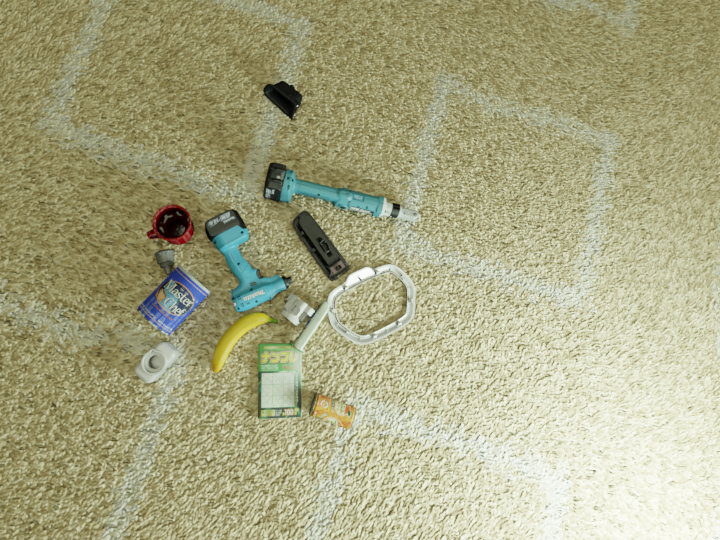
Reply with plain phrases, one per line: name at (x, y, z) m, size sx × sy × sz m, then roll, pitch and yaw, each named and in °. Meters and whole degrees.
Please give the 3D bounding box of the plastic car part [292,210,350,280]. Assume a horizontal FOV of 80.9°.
plastic car part at (-0.109, -0.071, 1.114) m, size 0.066 × 0.066 × 0.206 m, roll -35°, pitch 81°, yaw -6°

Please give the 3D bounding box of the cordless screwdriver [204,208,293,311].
cordless screwdriver at (-0.288, -0.036, 1.080) m, size 0.157 × 0.075 × 0.251 m, roll -24°, pitch 85°, yaw -12°

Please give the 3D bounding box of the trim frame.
trim frame at (0.033, 0.084, 1.110) m, size 0.246 × 0.027 × 0.187 m, roll -25°, pitch 80°, yaw -9°

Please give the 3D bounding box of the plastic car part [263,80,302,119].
plastic car part at (-0.211, -0.500, 1.203) m, size 0.118 × 0.066 × 0.070 m, roll 44°, pitch 61°, yaw 6°

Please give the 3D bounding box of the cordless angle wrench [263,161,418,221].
cordless angle wrench at (-0.046, -0.193, 1.134) m, size 0.418 × 0.098 × 0.075 m, roll 12°, pitch 75°, yaw -7°
